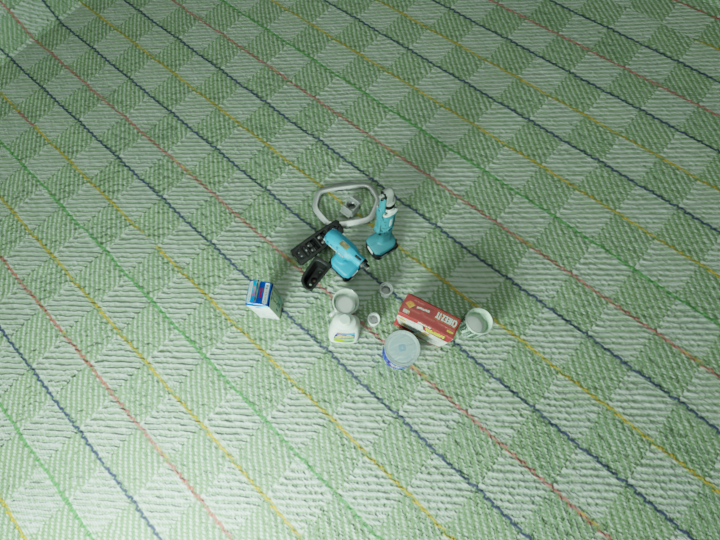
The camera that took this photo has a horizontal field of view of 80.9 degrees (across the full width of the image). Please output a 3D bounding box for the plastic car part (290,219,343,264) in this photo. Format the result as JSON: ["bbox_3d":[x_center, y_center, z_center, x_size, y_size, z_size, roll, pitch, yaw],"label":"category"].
[{"bbox_3d":[-0.143,-0.094,1.462,0.202,0.065,0.068,-39,74,-9],"label":"plastic car part"}]

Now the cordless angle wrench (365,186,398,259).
[{"bbox_3d":[0.073,-0.143,1.275,0.097,0.413,0.077,-31,75,-9],"label":"cordless angle wrench"}]

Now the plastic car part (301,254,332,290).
[{"bbox_3d":[-0.153,0.020,1.419,0.068,0.069,0.116,31,75,12],"label":"plastic car part"}]

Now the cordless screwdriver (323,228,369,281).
[{"bbox_3d":[-0.037,-0.029,1.334,0.164,0.243,0.074,42,77,14],"label":"cordless screwdriver"}]

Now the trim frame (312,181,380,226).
[{"bbox_3d":[-0.051,-0.243,1.529,0.249,0.027,0.189,-9,69,2],"label":"trim frame"}]
